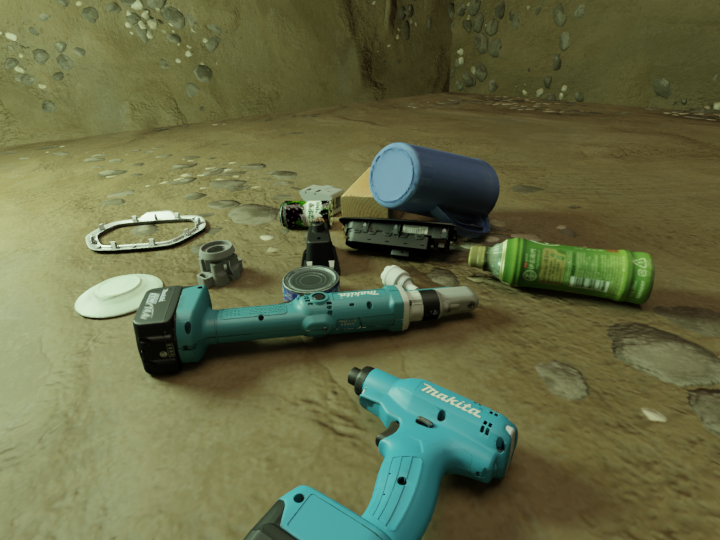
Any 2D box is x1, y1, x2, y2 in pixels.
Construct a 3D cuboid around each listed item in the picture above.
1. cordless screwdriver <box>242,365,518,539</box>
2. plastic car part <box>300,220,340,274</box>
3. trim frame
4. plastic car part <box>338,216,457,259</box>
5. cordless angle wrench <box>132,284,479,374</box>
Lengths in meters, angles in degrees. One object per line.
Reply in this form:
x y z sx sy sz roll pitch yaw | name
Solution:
0.000 0.162 0.320 0.168 0.072 0.242 16 30 33 | cordless screwdriver
-0.071 -0.046 0.723 0.066 0.069 0.120 -3 30 -4 | plastic car part
-0.454 -0.087 0.896 0.249 0.027 0.189 -6 27 -1 | trim frame
0.058 -0.055 0.734 0.211 0.067 0.063 11 -11 22 | plastic car part
-0.054 0.055 0.534 0.419 0.072 0.101 -5 27 -6 | cordless angle wrench
